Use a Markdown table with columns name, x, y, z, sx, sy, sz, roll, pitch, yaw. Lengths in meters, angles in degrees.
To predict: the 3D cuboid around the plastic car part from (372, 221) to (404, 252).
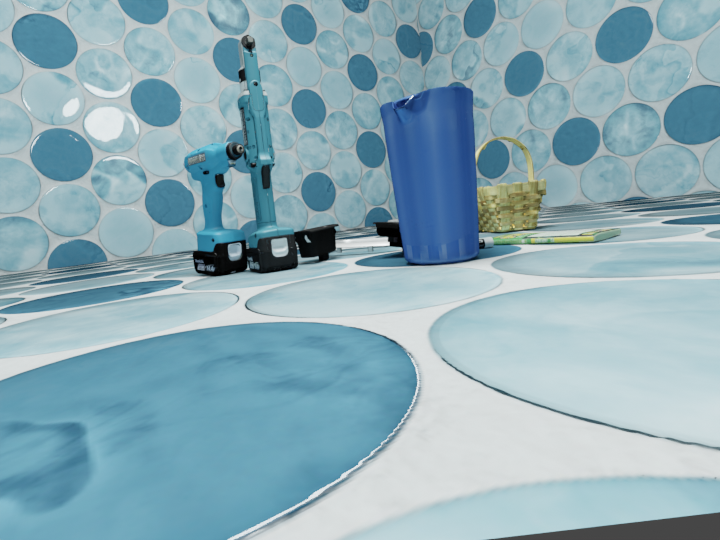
| name | x | y | z | sx | sy | sz | roll | pitch | yaw |
| --- | --- | --- | --- | --- | --- | --- | --- | --- | --- |
| plastic car part | 0.106 | -0.070 | 0.811 | 0.069 | 0.066 | 0.195 | -3 | 8 | 38 |

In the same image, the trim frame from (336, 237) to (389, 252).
| name | x | y | z | sx | sy | sz | roll | pitch | yaw |
| --- | --- | --- | --- | --- | --- | --- | --- | --- | --- |
| trim frame | 0.020 | -0.060 | 0.971 | 0.258 | 0.027 | 0.178 | -3 | 8 | 27 |

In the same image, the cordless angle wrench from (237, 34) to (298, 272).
| name | x | y | z | sx | sy | sz | roll | pitch | yaw |
| --- | --- | --- | --- | --- | --- | --- | --- | --- | --- |
| cordless angle wrench | -0.185 | -0.210 | 0.774 | 0.072 | 0.421 | 0.102 | -8 | 4 | -28 |

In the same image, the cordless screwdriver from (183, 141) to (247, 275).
| name | x | y | z | sx | sy | sz | roll | pitch | yaw |
| --- | --- | --- | --- | --- | --- | --- | --- | --- | --- |
| cordless screwdriver | -0.264 | -0.117 | 0.806 | 0.167 | 0.247 | 0.071 | -3 | 5 | 40 |

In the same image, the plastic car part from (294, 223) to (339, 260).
| name | x | y | z | sx | sy | sz | roll | pitch | yaw |
| --- | --- | --- | --- | --- | --- | --- | --- | --- | --- |
| plastic car part | -0.083 | -0.054 | 0.851 | 0.069 | 0.070 | 0.112 | -3 | 7 | 37 |
